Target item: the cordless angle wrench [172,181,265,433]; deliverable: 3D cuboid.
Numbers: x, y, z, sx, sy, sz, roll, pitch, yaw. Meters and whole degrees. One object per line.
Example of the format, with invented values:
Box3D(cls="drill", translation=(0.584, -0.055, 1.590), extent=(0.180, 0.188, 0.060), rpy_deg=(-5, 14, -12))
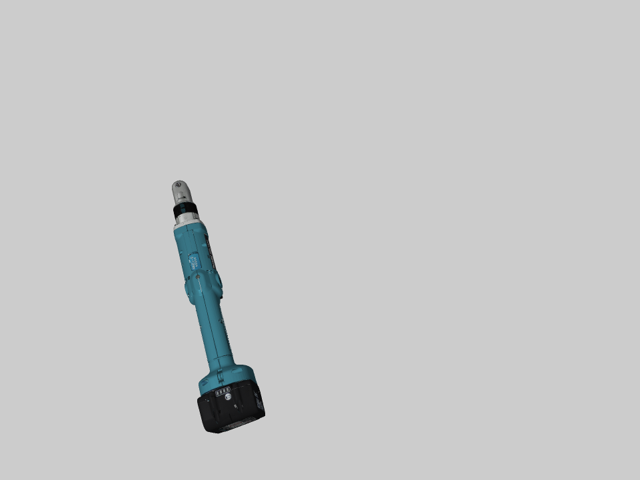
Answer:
Box3D(cls="cordless angle wrench", translation=(-0.183, 0.074, 0.669), extent=(0.074, 0.422, 0.098), rpy_deg=(-18, -26, -7))
